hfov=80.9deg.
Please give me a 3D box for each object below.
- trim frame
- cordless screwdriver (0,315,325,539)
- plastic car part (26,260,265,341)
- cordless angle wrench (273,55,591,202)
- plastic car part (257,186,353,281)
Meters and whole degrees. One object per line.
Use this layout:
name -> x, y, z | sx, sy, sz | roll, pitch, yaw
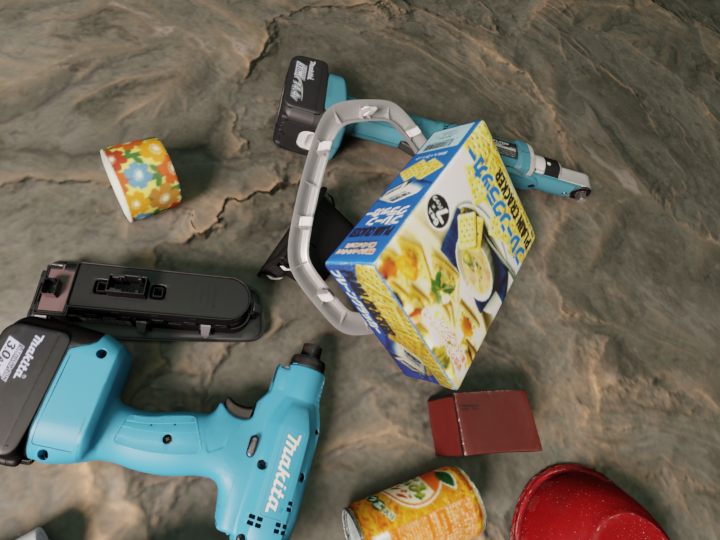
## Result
trim frame -> 0.016, -0.058, 0.429 | 0.174, 0.029, 0.251 | 21, 73, -35
cordless screwdriver -> -0.151, 0.102, 0.338 | 0.245, 0.074, 0.161 | 22, 61, -8
plastic car part -> -0.183, 0.023, 0.376 | 0.198, 0.067, 0.068 | 8, 57, -14
cordless angle wrench -> 0.106, -0.156, 0.532 | 0.414, 0.074, 0.100 | 12, 63, -11
plastic car part -> -0.043, -0.028, 0.440 | 0.069, 0.067, 0.116 | 41, 57, -13
